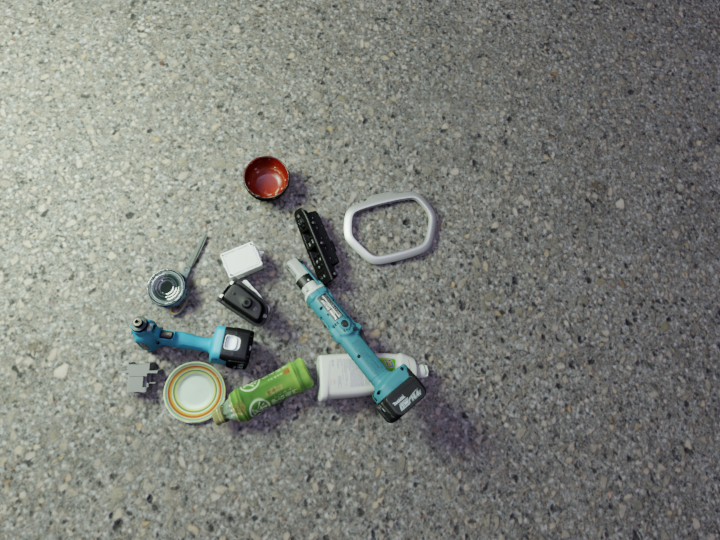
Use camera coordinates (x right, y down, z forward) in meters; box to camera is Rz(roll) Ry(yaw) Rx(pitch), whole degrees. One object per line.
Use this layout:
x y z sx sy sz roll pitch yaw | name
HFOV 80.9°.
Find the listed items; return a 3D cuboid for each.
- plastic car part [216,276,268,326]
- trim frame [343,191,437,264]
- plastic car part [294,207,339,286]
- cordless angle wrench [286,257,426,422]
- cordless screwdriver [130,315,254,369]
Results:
-0.248 0.068 0.908 0.118 0.070 0.066 35 75 5 | plastic car part
0.077 -0.114 1.073 0.246 0.027 0.187 -16 79 -8 | trim frame
-0.100 -0.065 1.022 0.065 0.067 0.206 -23 79 -23 | plastic car part
-0.037 0.129 0.936 0.096 0.073 0.440 -30 65 -27 | cordless angle wrench
-0.352 0.145 0.890 0.246 0.158 0.076 11 65 -7 | cordless screwdriver
